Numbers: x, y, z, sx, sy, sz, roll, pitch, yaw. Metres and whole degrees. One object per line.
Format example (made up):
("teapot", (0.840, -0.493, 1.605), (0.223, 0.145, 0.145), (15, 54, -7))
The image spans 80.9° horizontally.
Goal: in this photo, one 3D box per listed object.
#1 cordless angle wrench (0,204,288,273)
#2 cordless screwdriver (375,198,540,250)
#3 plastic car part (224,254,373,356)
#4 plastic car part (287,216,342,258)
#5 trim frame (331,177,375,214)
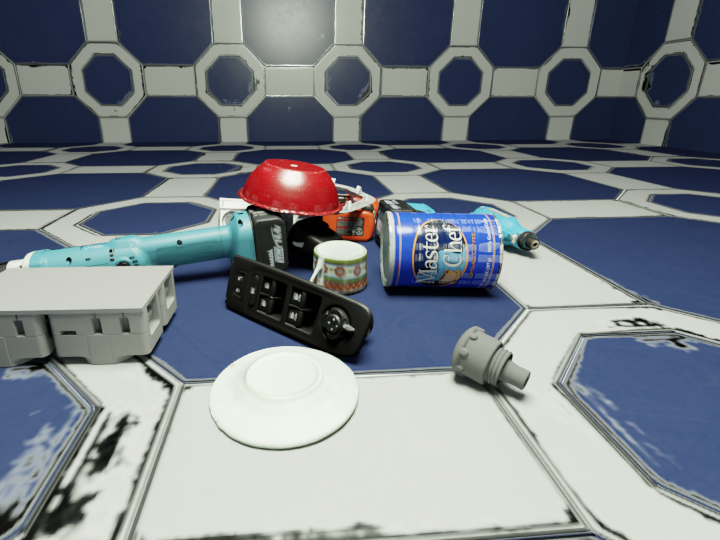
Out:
("cordless angle wrench", (-0.310, -0.013, 0.562), (0.413, 0.095, 0.078), (-11, 26, -17))
("cordless screwdriver", (0.159, -0.069, 0.720), (0.243, 0.073, 0.166), (-1, 22, -14))
("plastic car part", (-0.067, 0.040, 0.475), (0.214, 0.066, 0.063), (17, 0, 38))
("plastic car part", (-0.064, -0.042, 0.653), (0.072, 0.066, 0.115), (28, 15, 7))
("trim frame", (-0.077, -0.142, 0.775), (0.192, 0.027, 0.243), (17, 25, 22))
